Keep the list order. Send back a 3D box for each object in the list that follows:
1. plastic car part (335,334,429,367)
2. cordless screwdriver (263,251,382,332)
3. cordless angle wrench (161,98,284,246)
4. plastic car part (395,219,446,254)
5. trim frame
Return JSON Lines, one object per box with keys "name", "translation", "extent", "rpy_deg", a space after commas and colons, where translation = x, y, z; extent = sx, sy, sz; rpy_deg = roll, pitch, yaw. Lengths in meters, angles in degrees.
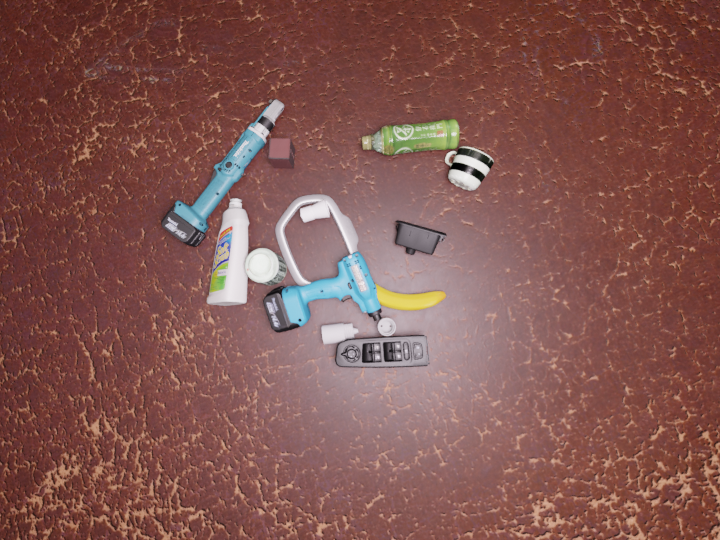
{"name": "plastic car part", "translation": [0.044, 0.178, 0.942], "extent": [0.203, 0.067, 0.066], "rpy_deg": [-4, 91, 1]}
{"name": "cordless screwdriver", "translation": [-0.083, 0.075, 0.955], "extent": [0.251, 0.074, 0.159], "rpy_deg": [-23, 91, 8]}
{"name": "cordless angle wrench", "translation": [-0.321, -0.251, 1.044], "extent": [0.100, 0.073, 0.422], "rpy_deg": [35, 84, 7]}
{"name": "plastic car part", "translation": [0.132, -0.070, 0.979], "extent": [0.119, 0.065, 0.070], "rpy_deg": [14, 99, 9]}
{"name": "trim frame", "translation": [-0.099, -0.065, 1.015], "extent": [0.185, 0.027, 0.253], "rpy_deg": [-25, 79, 3]}
